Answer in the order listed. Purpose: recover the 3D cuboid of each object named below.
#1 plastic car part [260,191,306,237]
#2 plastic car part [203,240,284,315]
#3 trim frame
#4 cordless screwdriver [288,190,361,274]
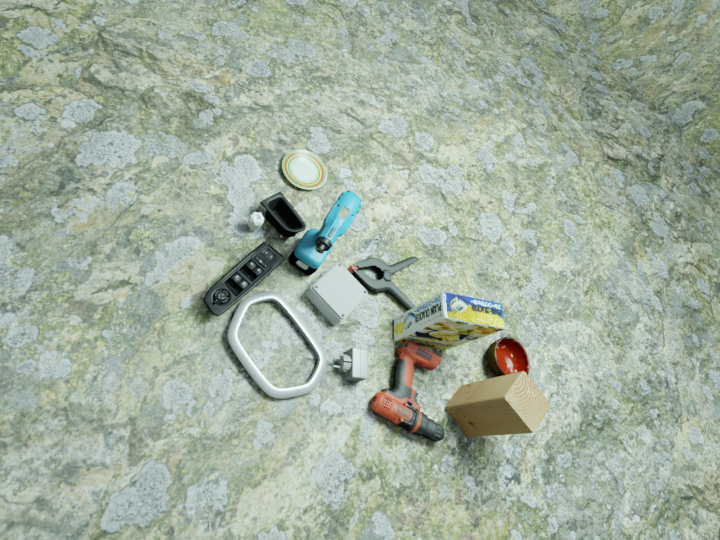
[{"bbox_3d":[-0.193,-0.124,1.038,0.064,0.071,0.118,-34,83,-34],"label":"plastic car part"},{"bbox_3d":[-0.263,0.023,0.936,0.066,0.068,0.201,44,56,-1],"label":"plastic car part"},{"bbox_3d":[-0.179,0.160,0.926,0.181,0.028,0.251,-37,83,-33],"label":"trim frame"},{"bbox_3d":[-0.092,-0.060,0.942,0.073,0.251,0.159,35,57,-10],"label":"cordless screwdriver"}]
